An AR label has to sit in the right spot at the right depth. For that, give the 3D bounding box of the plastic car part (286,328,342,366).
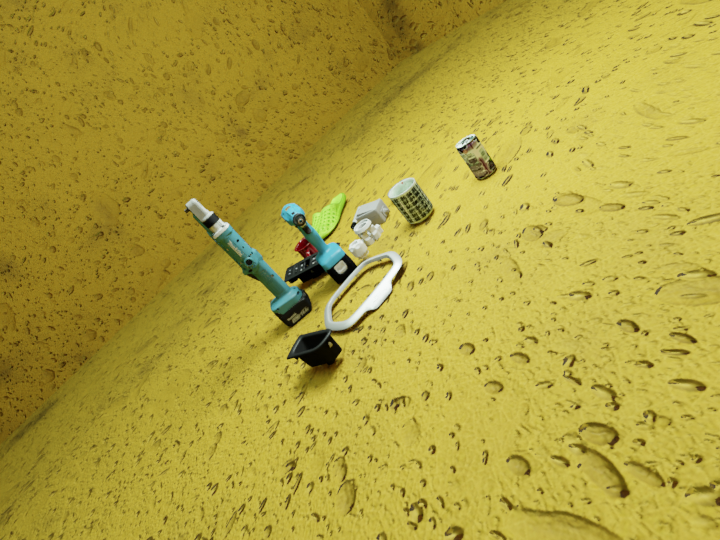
[{"bbox_3d":[-0.087,0.170,0.886,0.120,0.068,0.066,-19,30,42],"label":"plastic car part"}]

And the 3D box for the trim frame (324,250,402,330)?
[{"bbox_3d":[0.003,0.047,1.010,0.247,0.026,0.192,-48,25,-14],"label":"trim frame"}]

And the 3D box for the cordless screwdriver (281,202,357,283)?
[{"bbox_3d":[-0.109,-0.071,1.112,0.074,0.240,0.165,-42,21,-3],"label":"cordless screwdriver"}]

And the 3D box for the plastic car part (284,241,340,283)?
[{"bbox_3d":[-0.135,-0.013,1.267,0.206,0.065,0.067,-31,24,23],"label":"plastic car part"}]

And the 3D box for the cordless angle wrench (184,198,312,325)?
[{"bbox_3d":[-0.292,-0.027,1.105,0.098,0.408,0.077,-40,19,2],"label":"cordless angle wrench"}]
